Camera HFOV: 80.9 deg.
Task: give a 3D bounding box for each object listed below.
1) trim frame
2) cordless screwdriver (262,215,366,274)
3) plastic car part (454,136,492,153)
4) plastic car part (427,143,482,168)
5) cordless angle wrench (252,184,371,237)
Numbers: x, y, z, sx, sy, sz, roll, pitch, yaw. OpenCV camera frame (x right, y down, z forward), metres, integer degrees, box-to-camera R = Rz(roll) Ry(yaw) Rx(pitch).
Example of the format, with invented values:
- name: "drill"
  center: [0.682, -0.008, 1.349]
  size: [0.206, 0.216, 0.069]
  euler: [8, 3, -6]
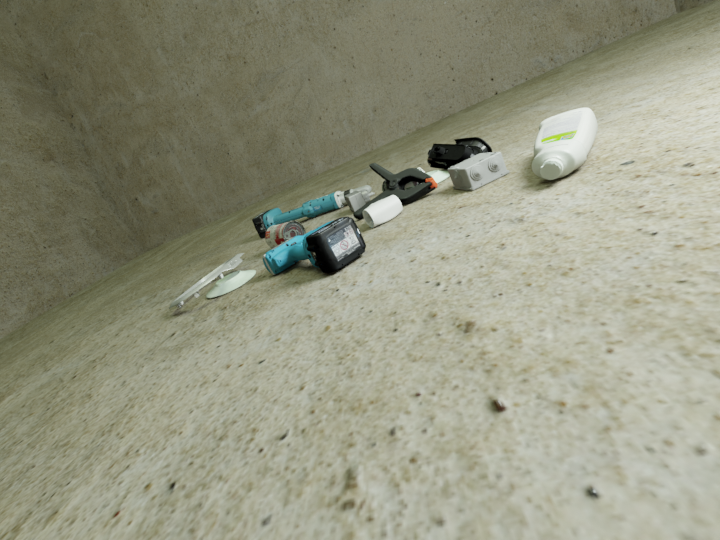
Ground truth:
- name: "trim frame"
  center: [-0.368, 0.024, 1.030]
  size: [0.187, 0.027, 0.249]
  euler: [-32, 12, 18]
- name: "cordless screwdriver"
  center: [-0.083, -0.054, 0.852]
  size: [0.156, 0.073, 0.259]
  euler: [-35, 16, -31]
- name: "plastic car part"
  center: [0.280, -0.308, 1.120]
  size: [0.071, 0.064, 0.121]
  euler: [-43, 22, -7]
- name: "plastic car part"
  center: [0.232, -0.301, 1.090]
  size: [0.066, 0.064, 0.213]
  euler: [-61, 31, 3]
- name: "cordless angle wrench"
  center: [-0.160, -0.202, 1.381]
  size: [0.436, 0.072, 0.097]
  euler: [-13, 20, 27]
